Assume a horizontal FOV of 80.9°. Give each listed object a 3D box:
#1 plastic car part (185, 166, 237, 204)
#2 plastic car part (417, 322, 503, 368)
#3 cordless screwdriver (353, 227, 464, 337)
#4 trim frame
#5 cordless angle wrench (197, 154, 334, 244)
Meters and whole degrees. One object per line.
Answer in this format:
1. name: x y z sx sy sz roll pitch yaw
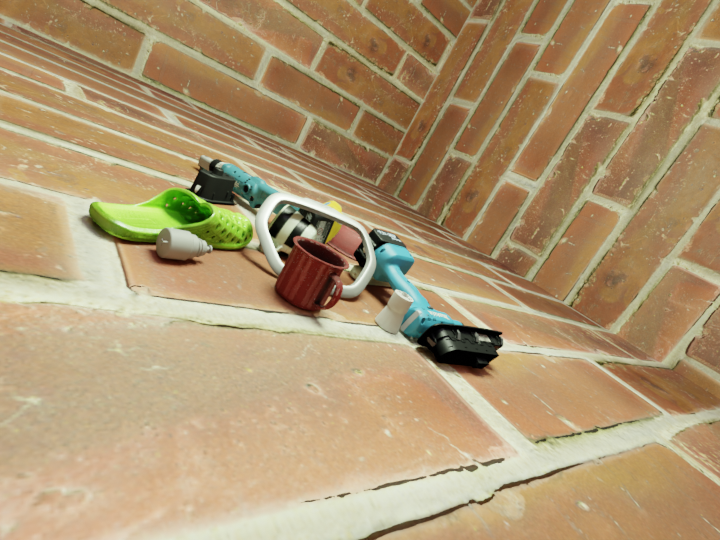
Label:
1. plastic car part: -0.307 -0.183 0.893 0.068 0.071 0.113 31 12 15
2. plastic car part: 0.175 0.132 0.716 0.192 0.067 0.070 18 43 -36
3. cordless screwdriver: 0.097 0.031 0.818 0.151 0.074 0.262 15 32 -40
4. trim frame: -0.073 -0.048 0.746 0.238 0.028 0.189 16 58 -25
5. cordless angle wrench: -0.244 -0.182 0.969 0.445 0.097 0.071 33 18 30
